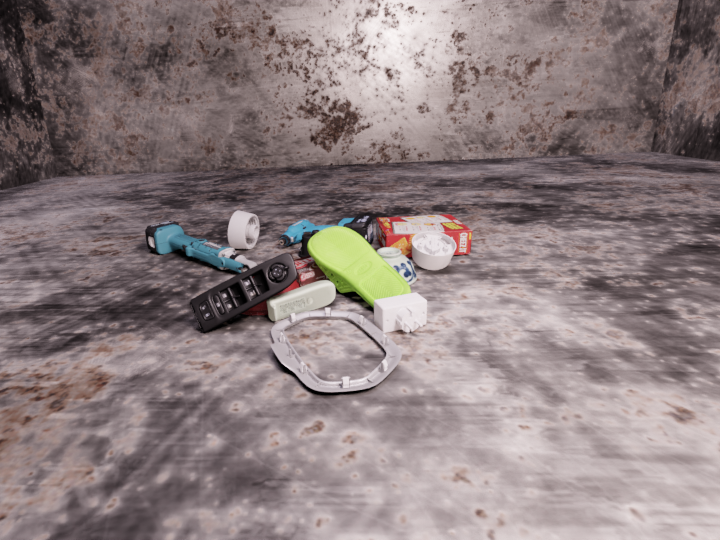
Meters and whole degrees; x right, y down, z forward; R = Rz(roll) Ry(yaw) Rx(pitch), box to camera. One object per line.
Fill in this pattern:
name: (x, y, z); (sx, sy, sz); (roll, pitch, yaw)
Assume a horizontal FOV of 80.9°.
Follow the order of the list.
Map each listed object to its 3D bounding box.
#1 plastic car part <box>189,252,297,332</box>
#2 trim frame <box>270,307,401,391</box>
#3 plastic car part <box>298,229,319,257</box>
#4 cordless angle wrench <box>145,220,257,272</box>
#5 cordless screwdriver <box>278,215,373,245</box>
plastic car part: (-0.202, 0.040, 0.770); (0.203, 0.068, 0.065); (-29, -19, 3)
trim frame: (-0.048, 0.115, 0.673); (0.179, 0.027, 0.261); (-13, 25, -23)
plastic car part: (-0.107, -0.070, 1.099); (0.118, 0.069, 0.066); (4, 19, 8)
cordless angle wrench: (-0.415, -0.054, 1.104); (0.446, 0.073, 0.095); (16, 27, 36)
cordless screwdriver: (-0.096, -0.101, 1.177); (0.258, 0.073, 0.157); (2, 21, 23)
